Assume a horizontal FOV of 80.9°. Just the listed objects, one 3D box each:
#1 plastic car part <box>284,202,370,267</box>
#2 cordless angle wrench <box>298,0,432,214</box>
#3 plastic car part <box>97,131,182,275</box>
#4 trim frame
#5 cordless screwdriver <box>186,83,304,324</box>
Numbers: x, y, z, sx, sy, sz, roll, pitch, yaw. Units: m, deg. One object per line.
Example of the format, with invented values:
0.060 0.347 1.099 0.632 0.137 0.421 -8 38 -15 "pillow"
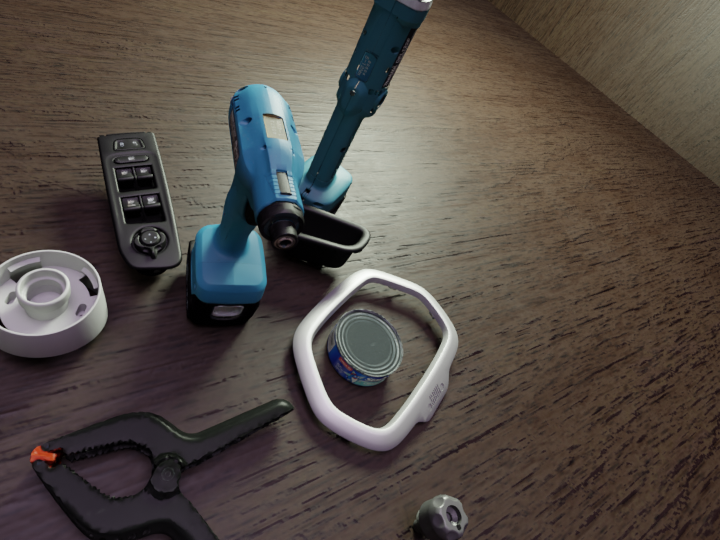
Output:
-0.054 -0.036 0.556 0.115 0.071 0.067 21 46 -10 "plastic car part"
0.003 -0.210 0.489 0.075 0.422 0.097 37 45 2 "cordless angle wrench"
-0.259 -0.074 0.494 0.064 0.067 0.212 -8 55 -33 "plastic car part"
0.026 0.093 0.511 0.188 0.027 0.244 39 46 10 "trim frame"
-0.110 -0.025 0.393 0.071 0.248 0.166 4 52 -27 "cordless screwdriver"
